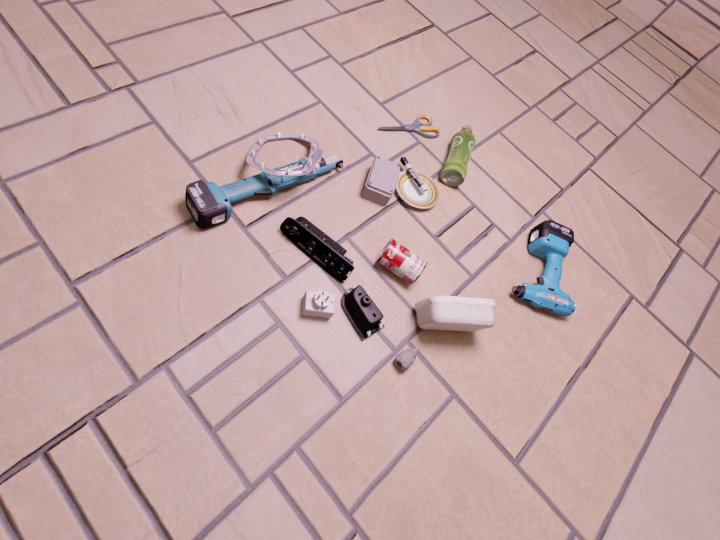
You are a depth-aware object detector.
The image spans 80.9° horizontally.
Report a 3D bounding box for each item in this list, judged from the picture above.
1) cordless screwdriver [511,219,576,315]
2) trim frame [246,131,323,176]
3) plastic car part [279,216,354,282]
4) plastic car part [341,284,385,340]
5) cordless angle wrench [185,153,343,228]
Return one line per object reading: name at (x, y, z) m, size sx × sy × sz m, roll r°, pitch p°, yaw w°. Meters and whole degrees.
cordless screwdriver at (0.480, -0.015, 1.117) m, size 0.158 × 0.074 × 0.252 m, roll 17°, pitch 63°, yaw -6°
trim frame at (-0.187, -0.300, 1.070) m, size 0.185 × 0.027 × 0.254 m, roll 7°, pitch 37°, yaw 0°
plastic car part at (-0.097, -0.064, 0.994) m, size 0.205 × 0.066 × 0.066 m, roll 36°, pitch 49°, yaw 5°
plastic car part at (0.007, 0.083, 0.937) m, size 0.064 × 0.071 × 0.119 m, roll -26°, pitch 76°, yaw -29°
cordless angle wrench at (-0.217, -0.221, 1.046) m, size 0.412 × 0.074 × 0.101 m, roll -27°, pitch 74°, yaw -28°
